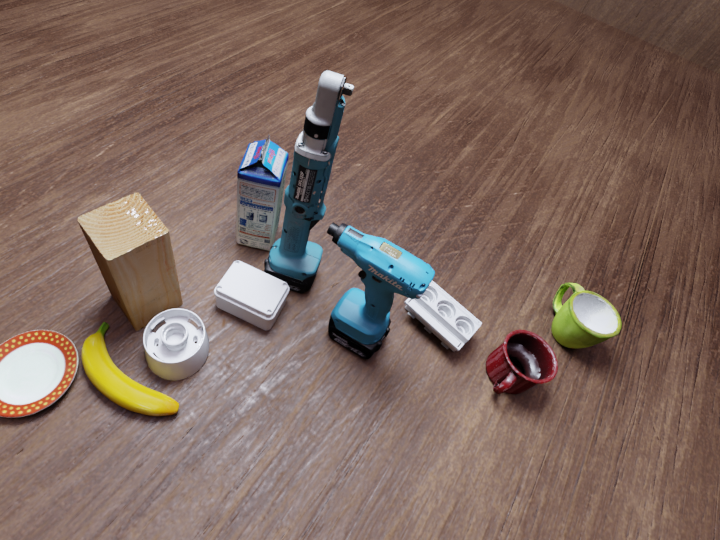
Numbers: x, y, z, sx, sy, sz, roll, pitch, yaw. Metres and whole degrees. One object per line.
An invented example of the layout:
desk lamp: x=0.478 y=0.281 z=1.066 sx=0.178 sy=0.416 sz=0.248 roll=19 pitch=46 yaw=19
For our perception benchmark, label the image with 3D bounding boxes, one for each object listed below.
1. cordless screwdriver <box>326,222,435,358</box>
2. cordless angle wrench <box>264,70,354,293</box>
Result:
cordless screwdriver: x=0.000 y=0.034 z=0.666 sx=0.163 sy=0.245 sz=0.074 roll=33 pitch=53 yaw=9
cordless angle wrench: x=-0.084 y=-0.108 z=0.645 sx=0.098 sy=0.417 sz=0.075 roll=20 pitch=53 yaw=-3
